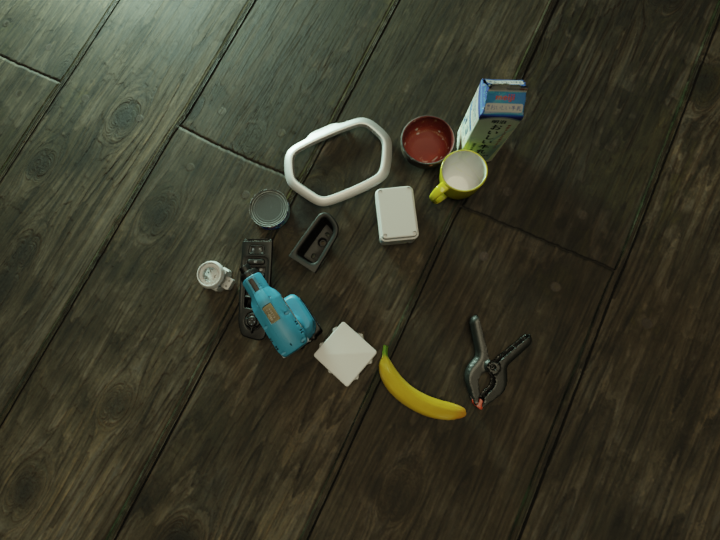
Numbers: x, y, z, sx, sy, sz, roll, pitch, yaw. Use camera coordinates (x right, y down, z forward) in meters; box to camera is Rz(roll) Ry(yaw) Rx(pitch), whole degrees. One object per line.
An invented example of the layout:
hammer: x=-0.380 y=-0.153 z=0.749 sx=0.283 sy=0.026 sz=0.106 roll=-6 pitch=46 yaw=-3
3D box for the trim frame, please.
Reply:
trim frame: x=-0.048 y=-0.243 z=0.933 sx=0.248 sy=0.027 sz=0.188 roll=-25 pitch=77 yaw=0

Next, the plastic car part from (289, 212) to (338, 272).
plastic car part: x=-0.086 y=-0.056 z=0.874 sx=0.067 sy=0.070 sz=0.116 roll=32 pitch=83 yaw=8

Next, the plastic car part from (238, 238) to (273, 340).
plastic car part: x=-0.212 y=0.039 z=0.868 sx=0.067 sy=0.066 sz=0.205 roll=1 pitch=78 yaw=3

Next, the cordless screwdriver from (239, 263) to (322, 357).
cordless screwdriver: x=-0.143 y=0.073 z=0.763 sx=0.074 sy=0.245 sz=0.162 roll=-34 pitch=81 yaw=-5
